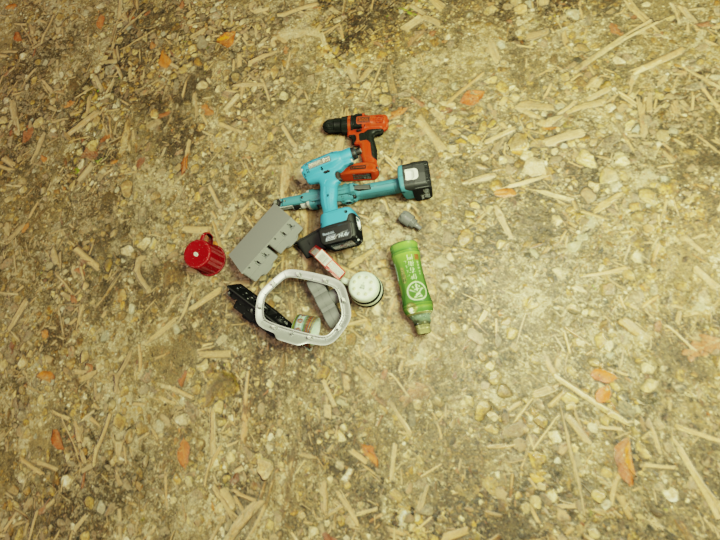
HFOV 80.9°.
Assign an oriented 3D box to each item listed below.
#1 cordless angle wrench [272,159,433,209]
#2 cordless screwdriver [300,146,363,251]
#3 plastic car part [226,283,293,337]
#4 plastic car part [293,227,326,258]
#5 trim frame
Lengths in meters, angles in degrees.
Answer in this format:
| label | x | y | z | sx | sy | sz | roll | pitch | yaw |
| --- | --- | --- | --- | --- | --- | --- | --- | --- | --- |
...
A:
| label | x | y | z | sx | sy | sz | roll | pitch | yaw |
| --- | --- | --- | --- | --- | --- | --- | --- | --- | --- |
| cordless angle wrench | -0.032 | -0.203 | 1.111 | 0.433 | 0.094 | 0.076 | -7 | 75 | 16 |
| cordless screwdriver | -0.048 | -0.181 | 1.036 | 0.162 | 0.071 | 0.255 | -20 | 70 | 16 |
| plastic car part | -0.265 | 0.109 | 1.091 | 0.210 | 0.064 | 0.067 | 28 | 93 | 19 |
| plastic car part | -0.108 | -0.071 | 1.107 | 0.117 | 0.065 | 0.072 | -31 | 86 | 6 |
| trim frame | -0.142 | 0.087 | 1.016 | 0.258 | 0.026 | 0.186 | 12 | 69 | 20 |
